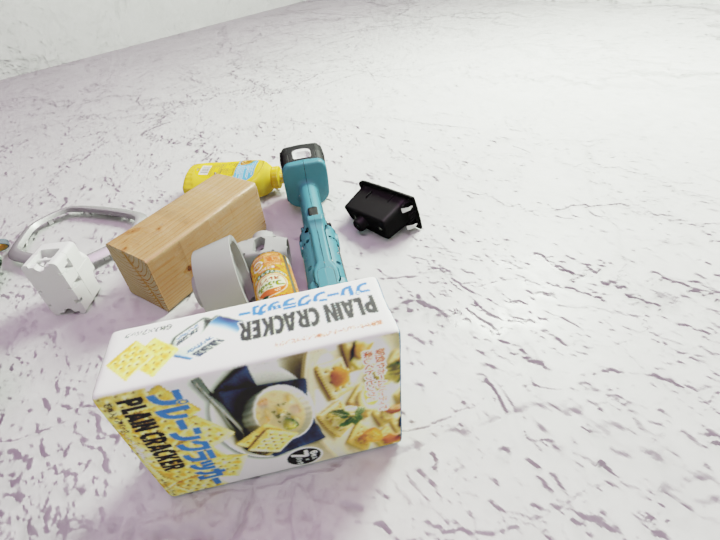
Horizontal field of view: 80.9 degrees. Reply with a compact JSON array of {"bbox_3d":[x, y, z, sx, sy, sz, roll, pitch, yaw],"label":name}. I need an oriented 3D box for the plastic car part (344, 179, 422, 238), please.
[{"bbox_3d":[0.024,-0.087,0.645,0.123,0.063,0.070,27,64,39],"label":"plastic car part"}]

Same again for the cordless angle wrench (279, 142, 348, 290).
[{"bbox_3d":[-0.057,-0.037,0.582,0.074,0.094,0.441,-11,43,-5],"label":"cordless angle wrench"}]

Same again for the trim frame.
[{"bbox_3d":[-0.489,-0.064,0.737,0.257,0.026,0.185,5,43,19],"label":"trim frame"}]
